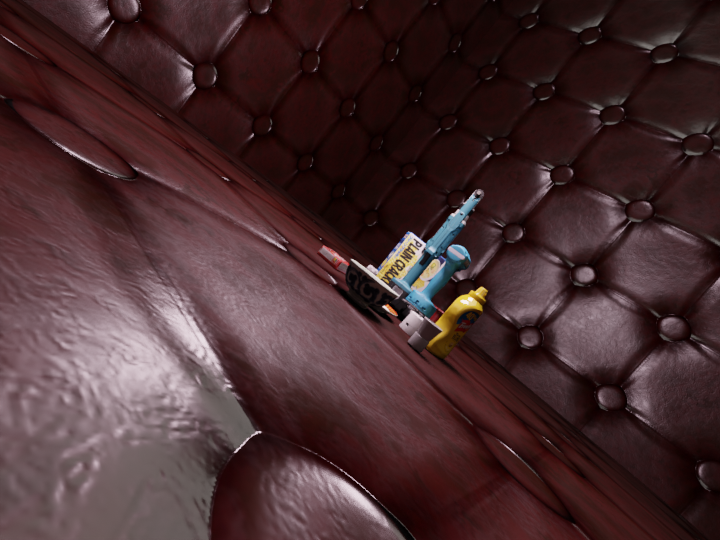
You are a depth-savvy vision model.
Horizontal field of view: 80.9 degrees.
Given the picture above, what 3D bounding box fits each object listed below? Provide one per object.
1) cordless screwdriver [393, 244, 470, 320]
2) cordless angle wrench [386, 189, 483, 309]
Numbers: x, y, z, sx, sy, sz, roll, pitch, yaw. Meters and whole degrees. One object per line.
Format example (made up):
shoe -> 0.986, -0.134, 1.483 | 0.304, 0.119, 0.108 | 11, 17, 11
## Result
cordless screwdriver -> 0.205, 0.048, 1.138 | 0.078, 0.249, 0.152 | 41, 5, 25
cordless angle wrench -> 0.217, -0.064, 1.238 | 0.077, 0.423, 0.095 | 40, 5, 15
